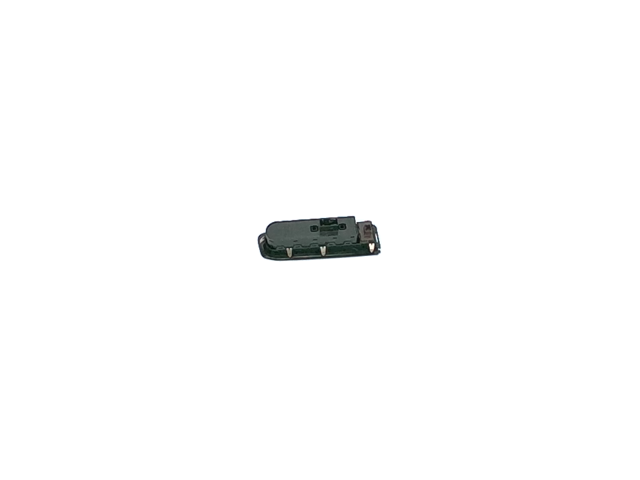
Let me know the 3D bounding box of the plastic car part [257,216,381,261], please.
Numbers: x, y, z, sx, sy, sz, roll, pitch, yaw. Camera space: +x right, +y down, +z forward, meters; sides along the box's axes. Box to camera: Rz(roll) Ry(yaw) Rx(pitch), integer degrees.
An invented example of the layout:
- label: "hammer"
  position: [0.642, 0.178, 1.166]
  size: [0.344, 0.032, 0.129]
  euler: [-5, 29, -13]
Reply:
- label: "plastic car part"
  position: [-0.003, -0.005, 0.693]
  size: [0.203, 0.066, 0.067]
  euler: [-6, -29, -1]
